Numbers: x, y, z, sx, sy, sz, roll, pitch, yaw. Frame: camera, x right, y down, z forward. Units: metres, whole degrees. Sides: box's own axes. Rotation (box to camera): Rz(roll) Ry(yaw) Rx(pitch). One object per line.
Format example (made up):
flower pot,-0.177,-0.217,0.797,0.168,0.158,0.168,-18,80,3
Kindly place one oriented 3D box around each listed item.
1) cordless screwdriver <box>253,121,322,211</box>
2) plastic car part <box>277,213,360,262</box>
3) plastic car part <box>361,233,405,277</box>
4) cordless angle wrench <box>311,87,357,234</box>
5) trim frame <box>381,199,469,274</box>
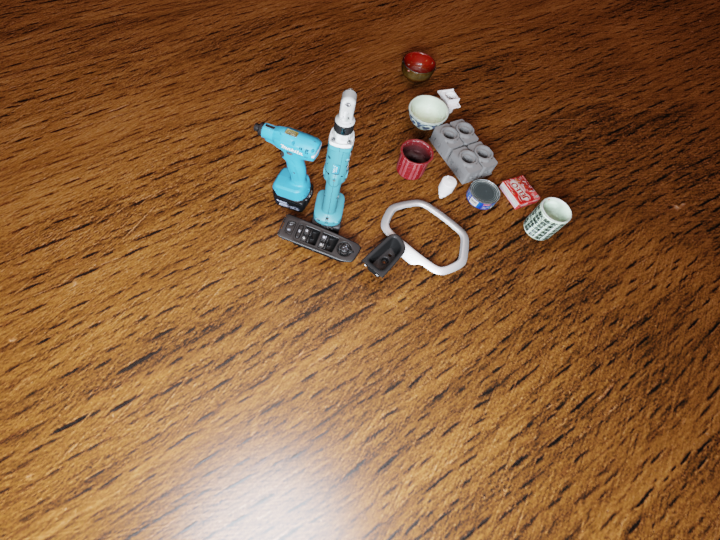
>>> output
cordless screwdriver,-0.184,-0.256,1.043,0.161,0.245,0.075,24,62,3
plastic car part,-0.103,-0.067,1.049,0.205,0.066,0.067,20,61,5
plastic car part,0.059,-0.028,1.040,0.068,0.070,0.115,40,65,13
cordless angle wrench,-0.055,-0.222,0.939,0.074,0.416,0.100,11,62,-5
trim frame,0.170,-0.092,1.110,0.256,0.027,0.182,41,65,16
